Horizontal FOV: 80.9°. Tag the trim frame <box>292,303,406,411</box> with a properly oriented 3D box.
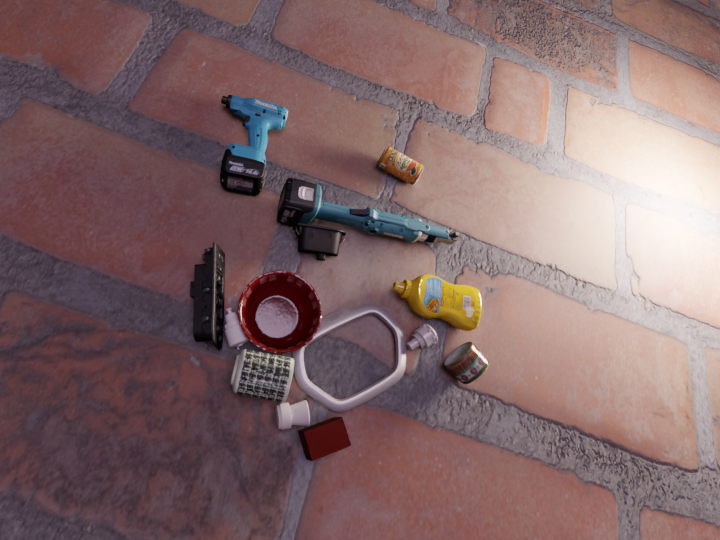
[{"bbox_3d":[-0.017,0.166,0.846,0.243,0.027,0.188,-24,76,-20],"label":"trim frame"}]

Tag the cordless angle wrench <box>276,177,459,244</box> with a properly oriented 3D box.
[{"bbox_3d":[0.028,-0.112,0.949,0.413,0.098,0.076,11,67,-14],"label":"cordless angle wrench"}]

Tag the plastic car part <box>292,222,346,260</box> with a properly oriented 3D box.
[{"bbox_3d":[-0.089,-0.058,0.912,0.114,0.067,0.071,11,81,-14],"label":"plastic car part"}]

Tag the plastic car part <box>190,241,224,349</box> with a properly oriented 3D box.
[{"bbox_3d":[-0.292,0.050,0.810,0.066,0.065,0.208,-8,69,-8],"label":"plastic car part"}]

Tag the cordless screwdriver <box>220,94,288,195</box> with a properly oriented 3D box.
[{"bbox_3d":[-0.266,-0.298,0.962,0.157,0.074,0.253,14,61,-8],"label":"cordless screwdriver"}]
